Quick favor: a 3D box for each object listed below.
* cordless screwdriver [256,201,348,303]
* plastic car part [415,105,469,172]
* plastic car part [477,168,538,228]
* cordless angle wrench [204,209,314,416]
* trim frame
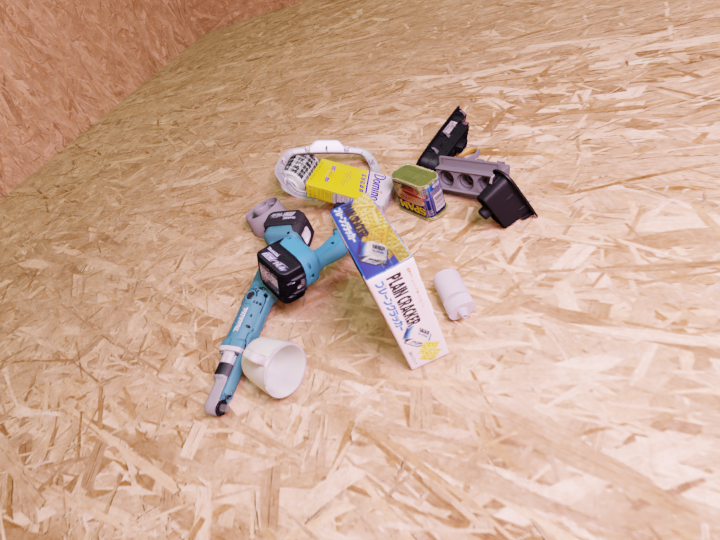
[{"bbox_3d":[-0.077,-0.051,0.792,0.243,0.072,0.168,-28,48,-25],"label":"cordless screwdriver"},{"bbox_3d":[0.181,-0.261,0.897,0.069,0.064,0.201,33,64,18],"label":"plastic car part"},{"bbox_3d":[0.236,-0.114,0.718,0.071,0.110,0.069,-48,40,12],"label":"plastic car part"},{"bbox_3d":[-0.192,0.061,0.794,0.101,0.070,0.429,-3,50,23],"label":"cordless angle wrench"},{"bbox_3d":[-0.078,-0.240,0.996,0.249,0.027,0.190,-2,56,1],"label":"trim frame"}]
